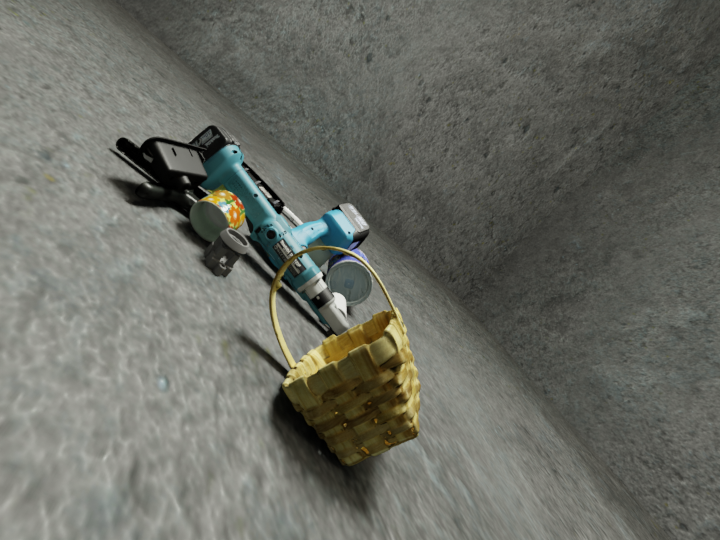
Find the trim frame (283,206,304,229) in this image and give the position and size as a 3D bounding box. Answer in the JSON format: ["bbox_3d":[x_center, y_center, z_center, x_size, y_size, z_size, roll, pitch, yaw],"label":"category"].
[{"bbox_3d":[-0.187,-0.123,1.142,0.254,0.028,0.179,46,10,10],"label":"trim frame"}]

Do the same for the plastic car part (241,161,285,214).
[{"bbox_3d":[-0.276,-0.201,1.057,0.064,0.066,0.212,-12,51,-45],"label":"plastic car part"}]

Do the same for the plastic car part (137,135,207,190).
[{"bbox_3d":[-0.281,-0.155,0.650,0.072,0.067,0.114,56,16,4],"label":"plastic car part"}]

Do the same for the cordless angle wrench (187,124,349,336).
[{"bbox_3d":[-0.155,-0.064,0.747,0.426,0.098,0.073,53,6,3],"label":"cordless angle wrench"}]

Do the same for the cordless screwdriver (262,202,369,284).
[{"bbox_3d":[-0.086,-0.056,0.881,0.239,0.075,0.165,-16,64,-40],"label":"cordless screwdriver"}]
